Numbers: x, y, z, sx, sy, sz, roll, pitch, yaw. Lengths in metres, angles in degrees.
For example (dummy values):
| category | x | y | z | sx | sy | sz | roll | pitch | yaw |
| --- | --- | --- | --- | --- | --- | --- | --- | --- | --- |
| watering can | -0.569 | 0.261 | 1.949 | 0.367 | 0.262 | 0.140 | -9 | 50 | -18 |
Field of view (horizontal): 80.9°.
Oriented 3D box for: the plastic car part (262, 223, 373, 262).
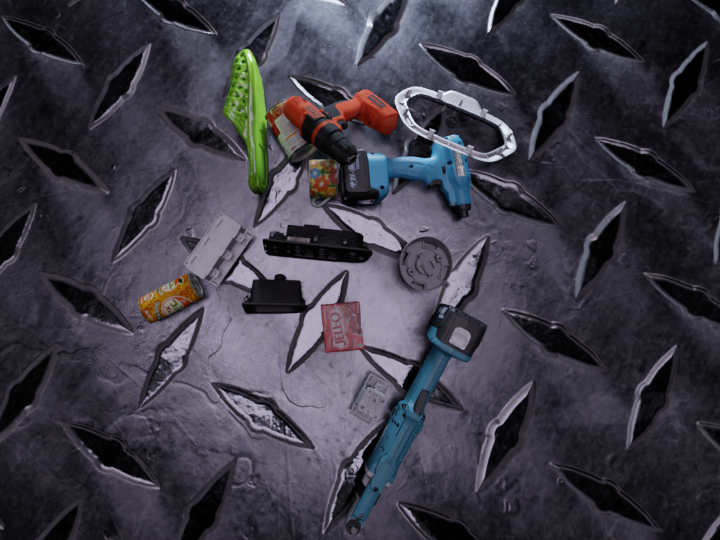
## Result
| category | x | y | z | sx | sy | sz | roll | pitch | yaw |
| --- | --- | --- | --- | --- | --- | --- | --- | --- | --- |
| plastic car part | -0.078 | -0.051 | 0.800 | 0.204 | 0.065 | 0.068 | 9 | 57 | 2 |

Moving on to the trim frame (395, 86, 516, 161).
| category | x | y | z | sx | sy | sz | roll | pitch | yaw |
| --- | --- | --- | --- | --- | --- | --- | --- | --- | --- |
| trim frame | 0.183 | -0.288 | 0.811 | 0.251 | 0.027 | 0.185 | 23 | 50 | 5 |

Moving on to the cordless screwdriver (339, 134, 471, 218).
| category | x | y | z | sx | sy | sz | roll | pitch | yaw |
| --- | --- | --- | --- | --- | --- | --- | --- | --- | --- |
| cordless screwdriver | 0.088 | -0.165 | 0.806 | 0.247 | 0.074 | 0.161 | -8 | 83 | -5 |

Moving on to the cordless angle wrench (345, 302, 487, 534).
| category | x | y | z | sx | sy | sz | roll | pitch | yaw |
| --- | --- | --- | --- | --- | --- | --- | --- | --- | --- |
| cordless angle wrench | 0.082 | 0.261 | 0.741 | 0.075 | 0.097 | 0.423 | 29 | 87 | 0 |

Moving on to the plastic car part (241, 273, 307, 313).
| category | x | y | z | sx | sy | sz | roll | pitch | yaw |
| --- | --- | --- | --- | --- | --- | --- | --- | --- | --- |
| plastic car part | -0.158 | 0.042 | 0.787 | 0.116 | 0.065 | 0.073 | -3 | 69 | -5 |
